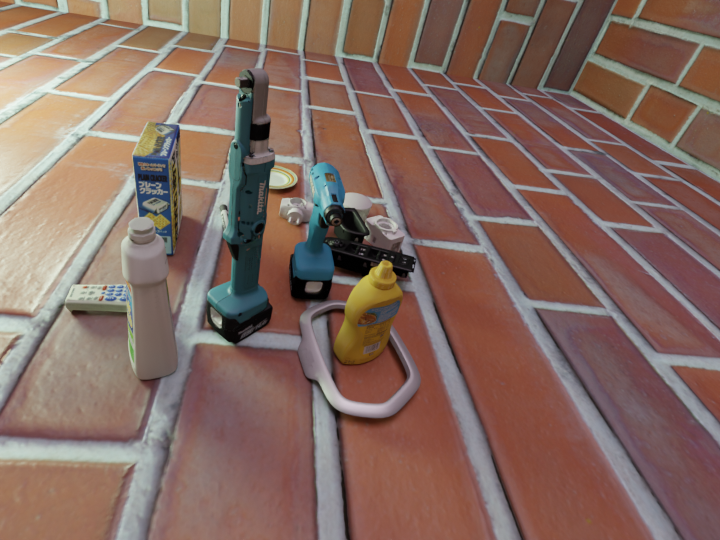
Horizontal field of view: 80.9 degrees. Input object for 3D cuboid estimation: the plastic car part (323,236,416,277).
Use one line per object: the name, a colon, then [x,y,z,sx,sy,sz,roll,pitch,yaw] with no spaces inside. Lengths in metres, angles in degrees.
plastic car part: [0.008,-0.022,0.879,0.207,0.066,0.066,19,37,9]

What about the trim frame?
trim frame: [-0.009,0.135,0.702,0.179,0.027,0.261,-6,40,-22]

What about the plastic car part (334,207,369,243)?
plastic car part: [-0.028,-0.086,0.950,0.064,0.069,0.122,-3,40,-22]

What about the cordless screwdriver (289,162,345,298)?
cordless screwdriver: [-0.073,-0.048,0.744,0.073,0.244,0.166,3,38,-16]

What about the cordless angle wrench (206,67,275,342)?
cordless angle wrench: [-0.164,-0.071,0.608,0.078,0.415,0.095,35,41,25]
